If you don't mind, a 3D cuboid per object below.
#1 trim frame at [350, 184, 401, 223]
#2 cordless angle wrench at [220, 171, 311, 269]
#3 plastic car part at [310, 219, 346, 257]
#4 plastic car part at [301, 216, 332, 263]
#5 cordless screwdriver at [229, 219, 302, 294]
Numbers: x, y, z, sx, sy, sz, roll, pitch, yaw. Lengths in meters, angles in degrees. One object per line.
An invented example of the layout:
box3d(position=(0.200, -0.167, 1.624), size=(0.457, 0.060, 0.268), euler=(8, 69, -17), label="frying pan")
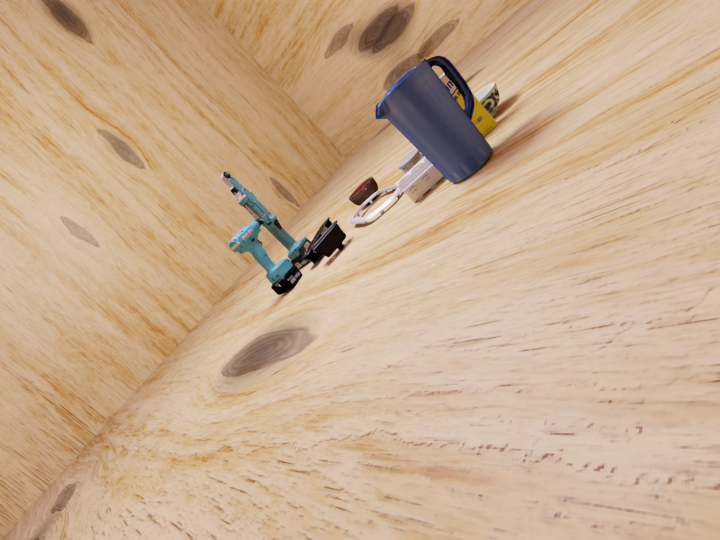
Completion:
box3d(position=(0.051, -0.205, 1.292), size=(0.183, 0.027, 0.255), euler=(-48, 16, -11), label="trim frame")
box3d(position=(-0.328, -0.181, 1.471), size=(0.100, 0.415, 0.074), euler=(-36, 13, 43), label="cordless angle wrench")
box3d(position=(-0.084, -0.084, 1.243), size=(0.116, 0.069, 0.067), euler=(-46, 12, -7), label="plastic car part")
box3d(position=(-0.137, -0.090, 1.403), size=(0.068, 0.065, 0.203), euler=(-34, 18, 41), label="plastic car part")
box3d(position=(-0.299, -0.051, 1.383), size=(0.076, 0.244, 0.159), euler=(-37, 14, 38), label="cordless screwdriver")
